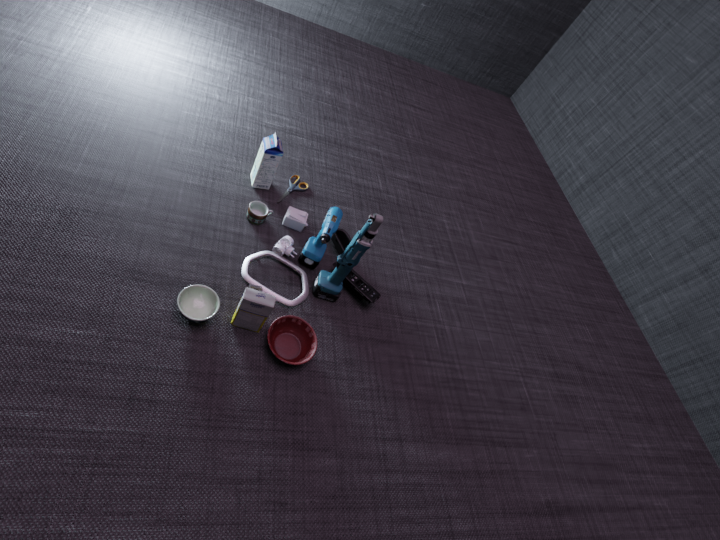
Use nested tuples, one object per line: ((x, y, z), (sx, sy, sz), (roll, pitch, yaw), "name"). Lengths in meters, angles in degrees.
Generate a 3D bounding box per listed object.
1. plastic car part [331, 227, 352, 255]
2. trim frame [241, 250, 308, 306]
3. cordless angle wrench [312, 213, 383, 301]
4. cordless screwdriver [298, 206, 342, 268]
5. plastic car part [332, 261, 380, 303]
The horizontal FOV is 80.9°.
((-0.073, -0.100, 1.625), (0.063, 0.071, 0.121), (-14, 63, -36), "plastic car part")
((-0.289, 0.026, 1.444), (0.248, 0.027, 0.185), (30, 46, -2), "trim frame")
((-0.036, -0.039, 1.352), (0.095, 0.424, 0.076), (20, 49, -17), "cordless angle wrench")
((-0.143, -0.094, 1.462), (0.073, 0.249, 0.161), (27, 47, -11), "cordless screwdriver")
((-0.024, 0.046, 1.535), (0.208, 0.067, 0.065), (45, 47, 12), "plastic car part")
